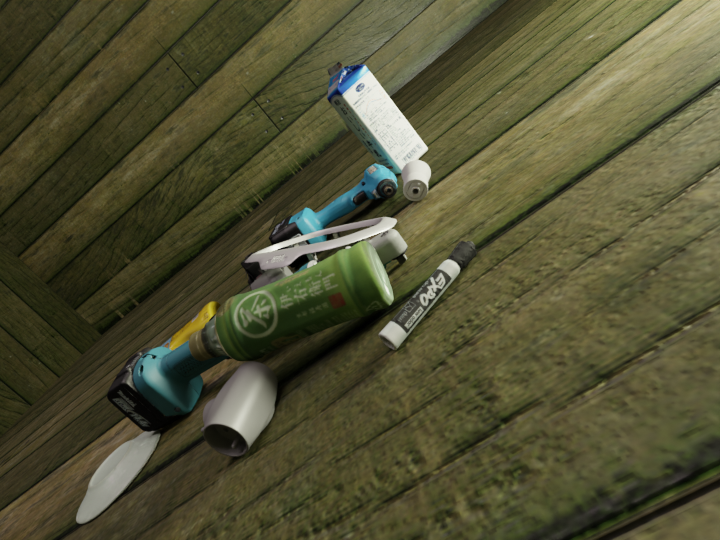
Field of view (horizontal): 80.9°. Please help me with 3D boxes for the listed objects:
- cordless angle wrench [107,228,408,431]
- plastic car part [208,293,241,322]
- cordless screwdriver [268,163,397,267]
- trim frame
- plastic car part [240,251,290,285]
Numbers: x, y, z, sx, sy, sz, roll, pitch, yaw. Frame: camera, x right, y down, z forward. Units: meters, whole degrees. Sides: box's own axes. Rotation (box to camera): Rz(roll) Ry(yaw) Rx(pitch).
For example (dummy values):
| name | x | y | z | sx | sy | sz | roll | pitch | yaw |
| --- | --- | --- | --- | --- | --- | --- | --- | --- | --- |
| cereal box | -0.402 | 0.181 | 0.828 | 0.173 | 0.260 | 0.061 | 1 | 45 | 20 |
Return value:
| name | x | y | z | sx | sy | sz | roll | pitch | yaw |
| --- | --- | --- | --- | --- | --- | --- | --- | --- | --- |
| cordless angle wrench | -0.132 | 0.068 | 0.525 | 0.428 | 0.095 | 0.076 | -31 | 21 | 16 |
| plastic car part | -0.181 | 0.074 | 0.655 | 0.119 | 0.066 | 0.069 | -31 | 3 | 38 |
| cordless screwdriver | -0.045 | -0.100 | 0.756 | 0.250 | 0.072 | 0.163 | -33 | 19 | 9 |
| trim frame | -0.059 | -0.039 | 0.608 | 0.260 | 0.027 | 0.178 | -4 | 15 | 42 |
| plastic car part | -0.190 | -0.002 | 0.784 | 0.066 | 0.065 | 0.208 | -47 | 15 | -11 |
